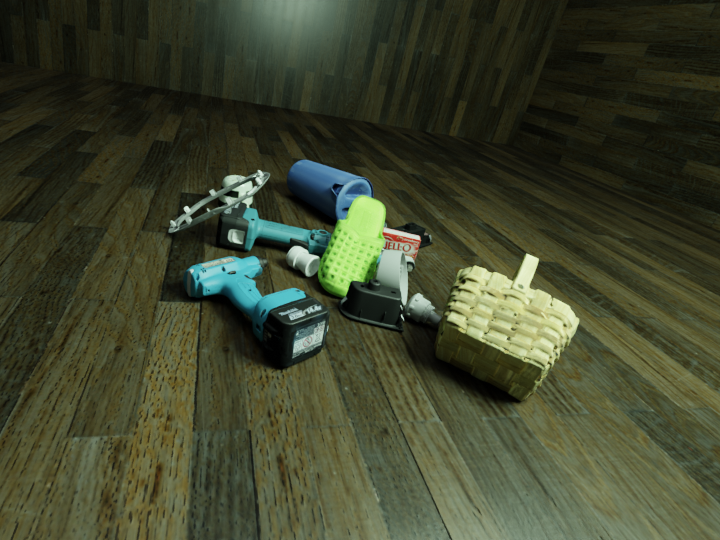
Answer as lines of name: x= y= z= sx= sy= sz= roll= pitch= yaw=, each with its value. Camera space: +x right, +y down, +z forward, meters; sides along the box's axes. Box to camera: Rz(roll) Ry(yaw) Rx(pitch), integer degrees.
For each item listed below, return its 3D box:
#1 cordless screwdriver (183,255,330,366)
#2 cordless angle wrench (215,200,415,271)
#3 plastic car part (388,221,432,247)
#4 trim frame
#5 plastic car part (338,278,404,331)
cordless screwdriver: x=-0.151 y=0.042 z=0.678 sx=0.263 sy=0.073 sz=0.153 roll=26 pitch=29 yaw=34
cordless angle wrench: x=-0.088 y=-0.058 z=0.902 sx=0.419 sy=0.073 sz=0.100 roll=12 pitch=29 yaw=-5
plastic car part: x=0.108 y=-0.081 z=1.038 sx=0.070 sy=0.066 sz=0.196 roll=38 pitch=38 yaw=28
trim frame: x=-0.299 y=-0.149 z=0.888 sx=0.252 sy=0.026 sz=0.189 roll=-21 pitch=30 yaw=13
plastic car part: x=0.025 y=0.051 z=0.732 sx=0.116 sy=0.070 sz=0.067 roll=15 pitch=24 yaw=-2
